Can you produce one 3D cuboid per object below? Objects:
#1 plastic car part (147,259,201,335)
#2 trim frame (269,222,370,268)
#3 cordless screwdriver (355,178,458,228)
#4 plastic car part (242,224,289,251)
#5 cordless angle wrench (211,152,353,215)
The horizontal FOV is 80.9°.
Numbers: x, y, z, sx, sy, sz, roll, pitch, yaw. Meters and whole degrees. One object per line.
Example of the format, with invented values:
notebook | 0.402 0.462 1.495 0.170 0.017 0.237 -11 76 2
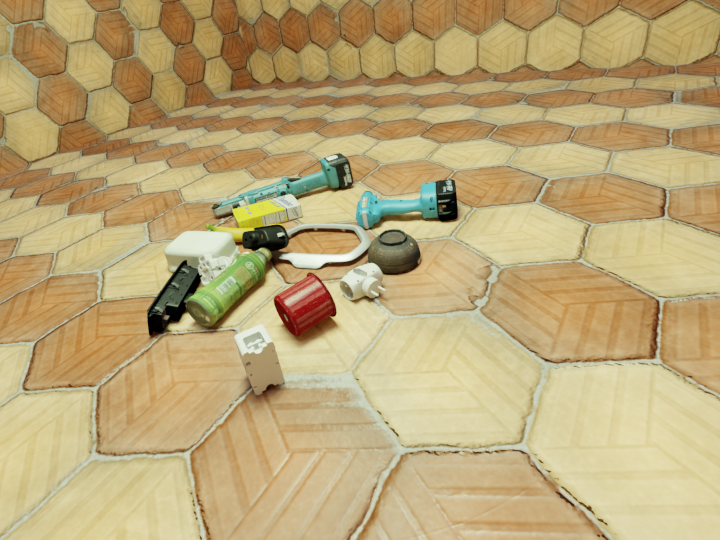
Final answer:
plastic car part | -0.379 0.046 0.883 0.067 0.064 0.209 0 33 -4
trim frame | -0.098 -0.064 1.002 0.256 0.026 0.185 4 35 18
cordless screwdriver | 0.114 -0.176 1.073 0.254 0.071 0.162 -7 33 12
plastic car part | -0.228 -0.073 0.968 0.122 0.066 0.068 -6 -2 41
cordless angle wrench | -0.233 -0.239 1.256 0.420 0.094 0.078 -20 33 -7
